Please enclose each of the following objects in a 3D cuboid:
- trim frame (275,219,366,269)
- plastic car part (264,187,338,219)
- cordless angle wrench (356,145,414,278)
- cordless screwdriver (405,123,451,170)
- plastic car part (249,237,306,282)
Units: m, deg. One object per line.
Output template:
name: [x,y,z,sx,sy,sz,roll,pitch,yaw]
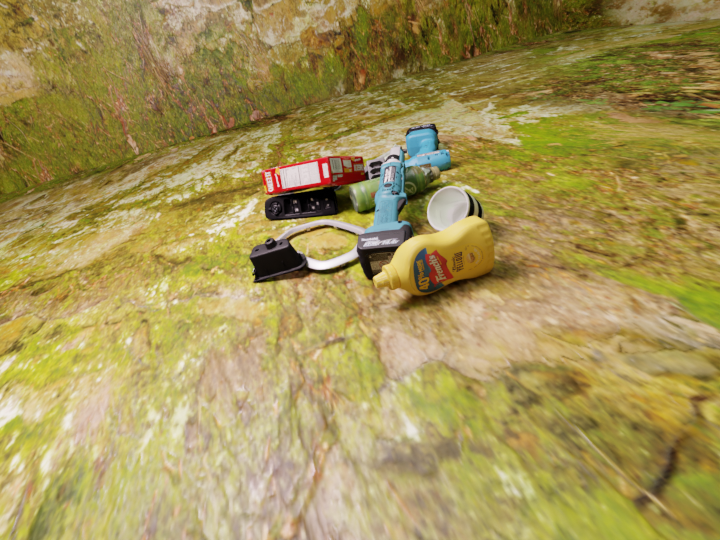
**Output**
trim frame: [-0.089,-0.058,0.906,0.180,0.026,0.263,-33,36,-29]
plastic car part: [-0.154,-0.174,1.093,0.208,0.064,0.067,-5,23,17]
cordless angle wrench: [0.064,-0.154,0.880,0.100,0.071,0.431,-7,40,14]
cordless screwdriver: [0.164,-0.345,1.226,0.162,0.071,0.254,-10,34,10]
plastic car part: [-0.170,-0.031,0.833,0.120,0.067,0.067,-16,37,22]
